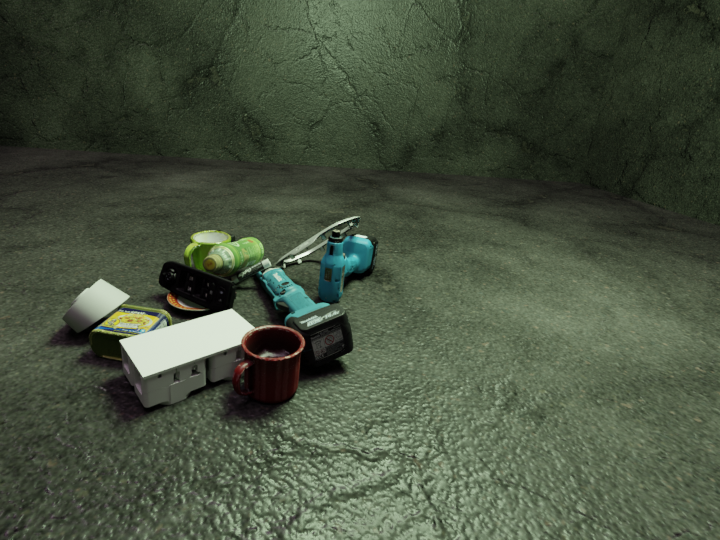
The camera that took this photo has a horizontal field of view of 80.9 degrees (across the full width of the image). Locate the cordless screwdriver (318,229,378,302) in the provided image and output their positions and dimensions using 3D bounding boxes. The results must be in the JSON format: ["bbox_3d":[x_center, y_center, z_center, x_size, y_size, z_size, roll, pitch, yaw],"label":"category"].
[{"bbox_3d":[-0.027,-0.039,1.001,0.077,0.156,0.244,12,20,17],"label":"cordless screwdriver"}]

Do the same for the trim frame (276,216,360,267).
[{"bbox_3d":[-0.102,-0.067,1.045,0.253,0.028,0.178,-28,-4,24],"label":"trim frame"}]

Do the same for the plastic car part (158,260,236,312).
[{"bbox_3d":[-0.323,0.026,0.853,0.212,0.066,0.065,15,13,24],"label":"plastic car part"}]

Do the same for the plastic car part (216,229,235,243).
[{"bbox_3d":[-0.382,-0.071,1.129,0.070,0.069,0.112,24,31,38],"label":"plastic car part"}]

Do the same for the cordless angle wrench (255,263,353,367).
[{"bbox_3d":[-0.147,0.052,0.855,0.096,0.072,0.444,-21,24,-20],"label":"cordless angle wrench"}]
